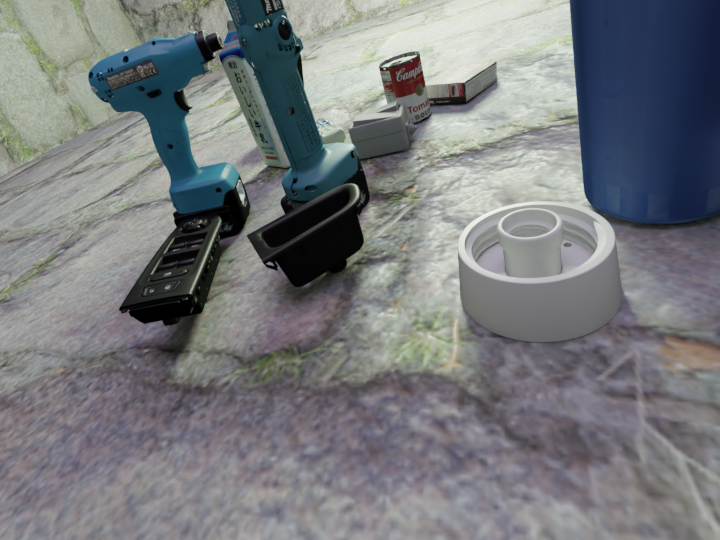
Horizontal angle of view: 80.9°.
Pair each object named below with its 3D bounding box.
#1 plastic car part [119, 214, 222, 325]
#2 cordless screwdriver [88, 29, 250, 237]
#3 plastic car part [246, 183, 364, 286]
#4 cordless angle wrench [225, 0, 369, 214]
[{"bbox_3d":[-0.185,-0.004,0.462,0.067,0.064,0.210,-19,33,3],"label":"plastic car part"},{"bbox_3d":[-0.208,-0.163,0.540,0.161,0.239,0.076,-15,32,8],"label":"cordless screwdriver"},{"bbox_3d":[-0.040,-0.026,0.409,0.115,0.068,0.069,-28,33,-11],"label":"plastic car part"},{"bbox_3d":[-0.092,-0.234,0.424,0.078,0.406,0.097,11,42,39],"label":"cordless angle wrench"}]
